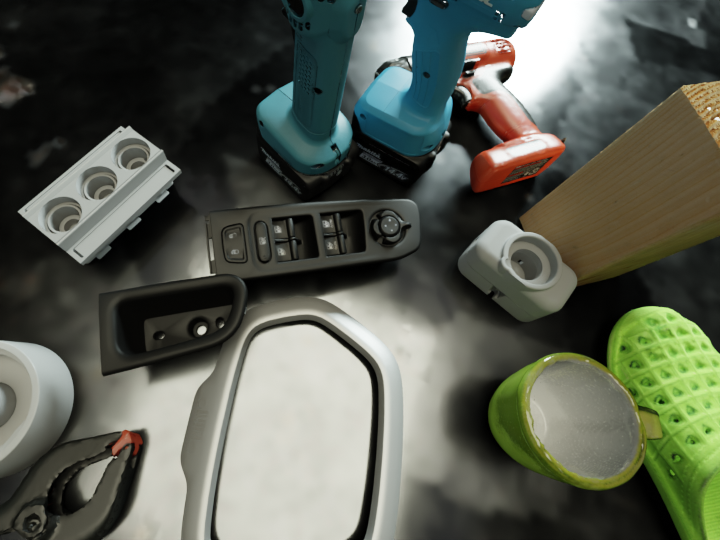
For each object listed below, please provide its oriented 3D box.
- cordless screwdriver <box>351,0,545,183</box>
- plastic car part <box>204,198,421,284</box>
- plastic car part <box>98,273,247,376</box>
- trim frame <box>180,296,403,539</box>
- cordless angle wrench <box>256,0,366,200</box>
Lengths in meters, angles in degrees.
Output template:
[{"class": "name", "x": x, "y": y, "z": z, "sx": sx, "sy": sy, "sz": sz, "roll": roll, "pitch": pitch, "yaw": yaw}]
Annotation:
[{"class": "cordless screwdriver", "x": 0.039, "y": -0.193, "z": 0.381, "sx": 0.161, "sy": 0.246, "sz": 0.074, "roll": 35, "pitch": 69, "yaw": 4}, {"class": "plastic car part", "x": -0.040, "y": -0.026, "z": 0.404, "sx": 0.200, "sy": 0.066, "sz": 0.068, "roll": -9, "pitch": 71, "yaw": -9}, {"class": "plastic car part", "x": -0.151, "y": 0.047, "z": 0.363, "sx": 0.115, "sy": 0.070, "sz": 0.068, "roll": -11, "pitch": 72, "yaw": -11}, {"class": "trim frame", "x": -0.056, "y": 0.142, "z": 0.357, "sx": 0.183, "sy": 0.027, "sz": 0.253, "roll": 7, "pitch": 68, "yaw": -3}, {"class": "cordless angle wrench", "x": -0.025, "y": -0.188, "z": 0.281, "sx": 0.073, "sy": 0.419, "sz": 0.100, "roll": -40, "pitch": 82, "yaw": -20}]
